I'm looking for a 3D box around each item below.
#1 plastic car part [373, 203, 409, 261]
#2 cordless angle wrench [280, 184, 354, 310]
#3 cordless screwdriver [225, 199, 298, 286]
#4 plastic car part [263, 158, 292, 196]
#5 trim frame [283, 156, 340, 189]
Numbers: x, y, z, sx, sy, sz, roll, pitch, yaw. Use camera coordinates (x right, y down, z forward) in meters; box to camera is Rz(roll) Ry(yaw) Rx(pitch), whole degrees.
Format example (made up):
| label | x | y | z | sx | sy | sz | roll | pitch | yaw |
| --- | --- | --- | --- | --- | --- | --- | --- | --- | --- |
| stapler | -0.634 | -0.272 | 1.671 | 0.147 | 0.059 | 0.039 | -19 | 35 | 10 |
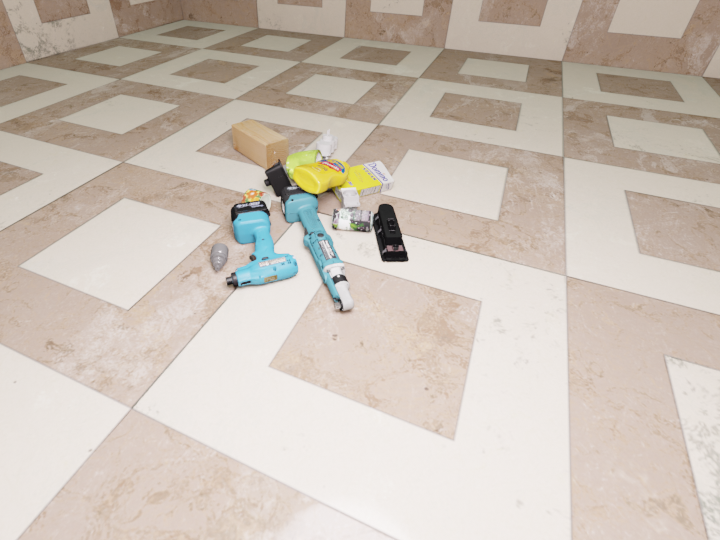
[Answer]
| label | x | y | z | sx | sy | sz | roll | pitch | yaw |
| --- | --- | --- | --- | --- | --- | --- | --- | --- | --- |
| plastic car part | 0.070 | -0.105 | 1.067 | 0.066 | 0.065 | 0.210 | -8 | 38 | -2 |
| cordless angle wrench | -0.099 | -0.065 | 1.009 | 0.096 | 0.072 | 0.445 | -12 | 44 | -17 |
| cordless screwdriver | -0.260 | -0.061 | 1.000 | 0.156 | 0.072 | 0.262 | -15 | 46 | -19 |
| plastic car part | -0.240 | -0.259 | 1.214 | 0.071 | 0.111 | 0.069 | -29 | 44 | -1 |
| trim frame | -0.135 | -0.315 | 1.336 | 0.179 | 0.027 | 0.263 | -22 | 44 | -26 |
